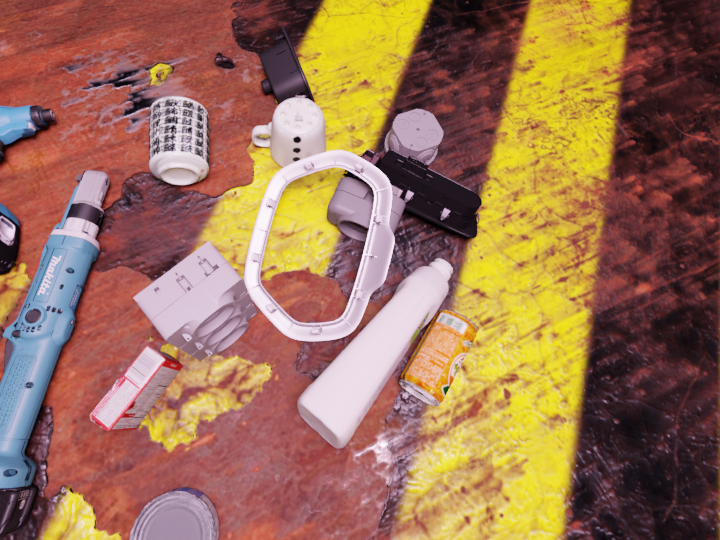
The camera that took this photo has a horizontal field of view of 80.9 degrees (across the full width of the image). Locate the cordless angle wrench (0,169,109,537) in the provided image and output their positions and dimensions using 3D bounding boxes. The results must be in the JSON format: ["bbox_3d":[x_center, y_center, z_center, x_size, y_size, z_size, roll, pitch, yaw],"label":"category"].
[{"bbox_3d":[-0.374,0.062,0.499,0.098,0.073,0.431,6,66,-3],"label":"cordless angle wrench"}]

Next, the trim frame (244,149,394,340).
[{"bbox_3d":[-0.052,-0.034,0.536,0.189,0.027,0.249,15,85,13],"label":"trim frame"}]

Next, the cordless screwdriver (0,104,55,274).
[{"bbox_3d":[-0.492,-0.119,0.560,0.157,0.073,0.257,-14,67,-9],"label":"cordless screwdriver"}]

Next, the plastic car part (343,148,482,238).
[{"bbox_3d":[0.083,-0.118,0.591,0.205,0.067,0.066,32,40,4],"label":"plastic car part"}]

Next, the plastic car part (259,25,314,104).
[{"bbox_3d":[-0.124,-0.306,0.663,0.071,0.064,0.119,-20,75,4],"label":"plastic car part"}]
